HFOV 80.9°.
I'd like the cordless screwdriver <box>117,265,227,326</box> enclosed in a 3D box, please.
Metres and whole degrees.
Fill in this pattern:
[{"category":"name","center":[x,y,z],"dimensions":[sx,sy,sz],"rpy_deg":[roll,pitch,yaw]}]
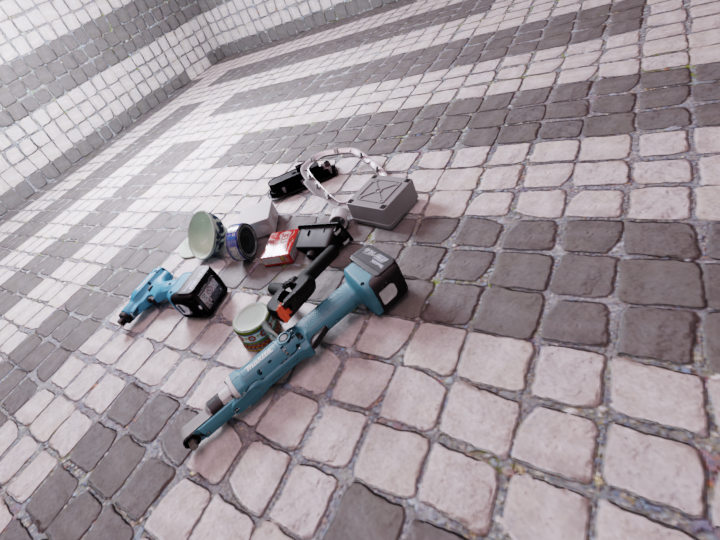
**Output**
[{"category":"cordless screwdriver","center":[-0.420,0.062,0.924],"dimensions":[0.260,0.071,0.159],"rpy_deg":[-1,45,35]}]

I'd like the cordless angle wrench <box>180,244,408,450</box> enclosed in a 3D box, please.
[{"category":"cordless angle wrench","center":[-0.109,0.123,0.676],"dimensions":[0.420,0.071,0.104],"rpy_deg":[-40,39,-12]}]

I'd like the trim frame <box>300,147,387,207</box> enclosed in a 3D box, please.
[{"category":"trim frame","center":[-0.047,-0.235,1.035],"dimensions":[0.182,0.026,0.262],"rpy_deg":[-29,52,-11]}]

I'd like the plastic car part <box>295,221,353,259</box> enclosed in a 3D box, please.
[{"category":"plastic car part","center":[-0.086,-0.056,0.876],"dimensions":[0.122,0.062,0.072],"rpy_deg":[-1,58,34]}]

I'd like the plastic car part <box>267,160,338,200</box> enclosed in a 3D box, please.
[{"category":"plastic car part","center":[-0.165,-0.247,1.135],"dimensions":[0.204,0.063,0.069],"rpy_deg":[-25,44,7]}]
